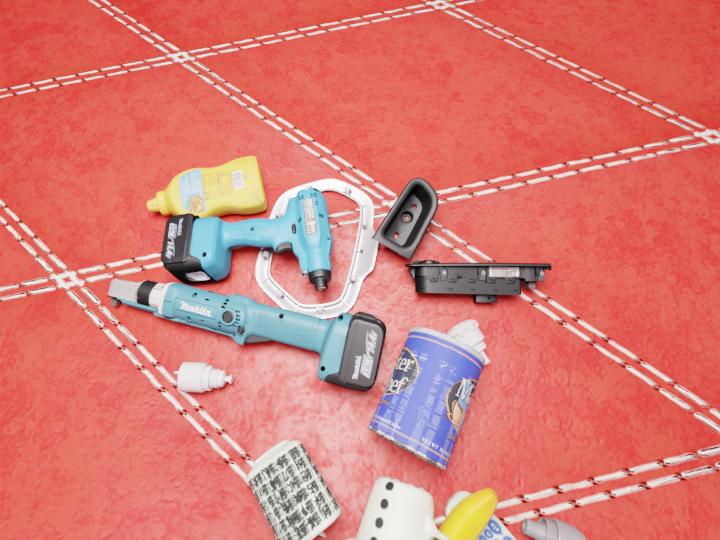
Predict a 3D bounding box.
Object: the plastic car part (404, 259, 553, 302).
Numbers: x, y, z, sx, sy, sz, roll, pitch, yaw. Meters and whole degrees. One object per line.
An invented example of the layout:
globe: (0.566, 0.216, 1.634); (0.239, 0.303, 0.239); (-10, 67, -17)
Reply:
plastic car part: (0.165, 0.013, 0.624); (0.204, 0.066, 0.067); (5, 94, 3)

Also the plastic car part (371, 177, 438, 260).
plastic car part: (0.072, -0.080, 0.658); (0.066, 0.070, 0.116); (31, 85, 1)

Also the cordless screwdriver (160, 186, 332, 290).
cordless screwdriver: (-0.164, -0.028, 0.629); (0.251, 0.071, 0.164); (-11, 63, 5)

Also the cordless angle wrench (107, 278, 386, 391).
cordless angle wrench: (-0.179, 0.068, 0.608); (0.433, 0.072, 0.098); (12, 87, 12)

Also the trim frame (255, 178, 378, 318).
trim frame: (-0.066, -0.043, 0.675); (0.186, 0.027, 0.252); (10, 66, 6)
